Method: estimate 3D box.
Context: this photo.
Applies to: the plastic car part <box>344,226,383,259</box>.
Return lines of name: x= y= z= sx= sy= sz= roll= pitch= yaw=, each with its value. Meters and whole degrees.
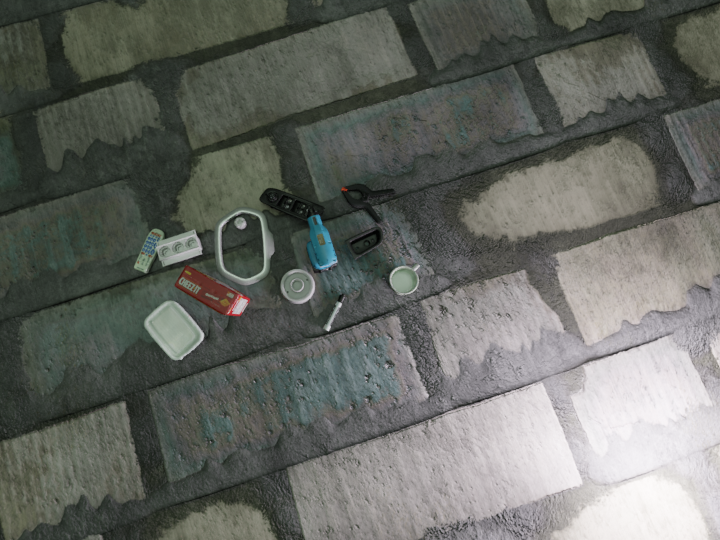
plastic car part: x=0.015 y=-0.084 z=1.306 sx=0.116 sy=0.070 sz=0.067 roll=-27 pitch=84 yaw=-6

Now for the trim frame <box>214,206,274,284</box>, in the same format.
trim frame: x=-0.363 y=-0.078 z=1.322 sx=0.184 sy=0.027 sz=0.251 roll=-6 pitch=80 yaw=-2

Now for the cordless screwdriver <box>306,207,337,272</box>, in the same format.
cordless screwdriver: x=-0.119 y=-0.078 z=1.214 sx=0.074 sy=0.248 sz=0.161 roll=-17 pitch=84 yaw=-8

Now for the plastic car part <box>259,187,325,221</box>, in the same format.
plastic car part: x=-0.216 y=-0.201 z=1.326 sx=0.204 sy=0.066 sz=0.066 roll=23 pitch=81 yaw=3
